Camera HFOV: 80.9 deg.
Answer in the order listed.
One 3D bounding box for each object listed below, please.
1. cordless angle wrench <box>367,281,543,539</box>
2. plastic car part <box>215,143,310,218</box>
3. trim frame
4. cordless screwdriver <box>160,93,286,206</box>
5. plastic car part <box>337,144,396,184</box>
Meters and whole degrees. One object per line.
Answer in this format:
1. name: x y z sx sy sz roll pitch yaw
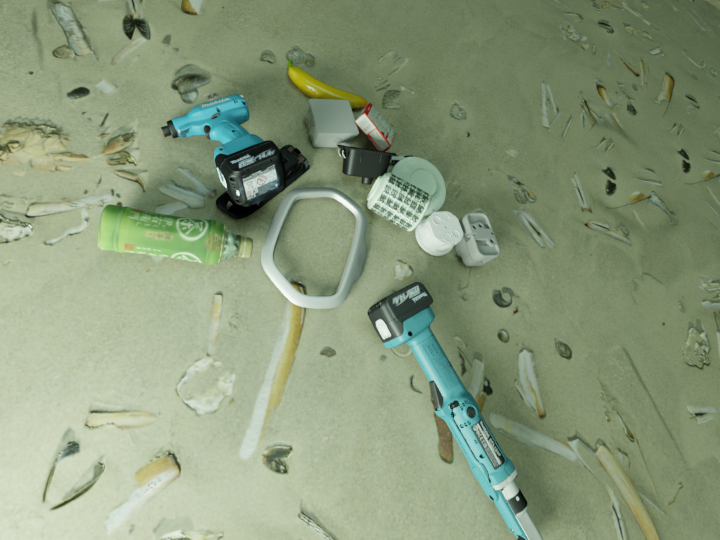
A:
1. cordless angle wrench: 0.157 0.225 0.669 0.095 0.075 0.432 -23 76 -28
2. plastic car part: -0.168 -0.166 0.758 0.066 0.068 0.201 46 62 -5
3. trim frame: -0.073 -0.048 0.750 0.182 0.027 0.252 19 59 -8
4. cordless screwdriver: -0.233 -0.208 0.710 0.157 0.072 0.262 -24 53 -16
5. plastic car part: 0.011 -0.206 0.833 0.114 0.068 0.070 8 106 -15
